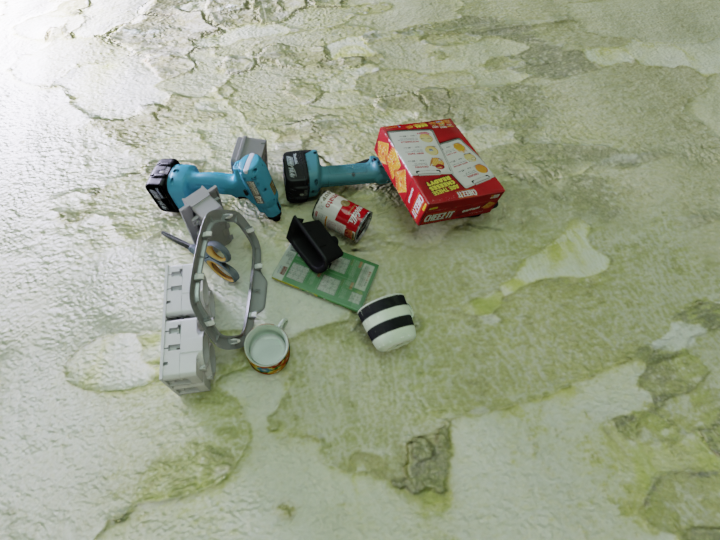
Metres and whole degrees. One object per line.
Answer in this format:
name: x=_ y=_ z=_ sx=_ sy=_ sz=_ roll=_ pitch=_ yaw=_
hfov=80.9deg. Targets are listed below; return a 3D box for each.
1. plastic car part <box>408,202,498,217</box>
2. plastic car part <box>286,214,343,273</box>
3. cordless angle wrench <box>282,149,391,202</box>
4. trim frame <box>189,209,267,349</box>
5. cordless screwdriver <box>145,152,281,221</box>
plastic car part: x=0.182 y=-0.131 z=0.856 sx=0.199 sy=0.065 sz=0.069 roll=-8 pitch=54 yaw=-12
plastic car part: x=-0.078 y=-0.051 z=0.798 sx=0.069 sy=0.065 sz=0.121 roll=-26 pitch=64 yaw=-36
cordless angle wrench: x=0.047 y=-0.216 z=0.907 sx=0.418 sy=0.073 sz=0.101 roll=-6 pitch=61 yaw=-8
trim frame: x=-0.215 y=0.008 z=0.712 sx=0.028 sy=0.174 sz=0.255 roll=-13 pitch=58 yaw=18
cordless screwdriver: x=-0.282 y=-0.153 z=0.838 sx=0.256 sy=0.152 sz=0.076 roll=2 pitch=56 yaw=16
